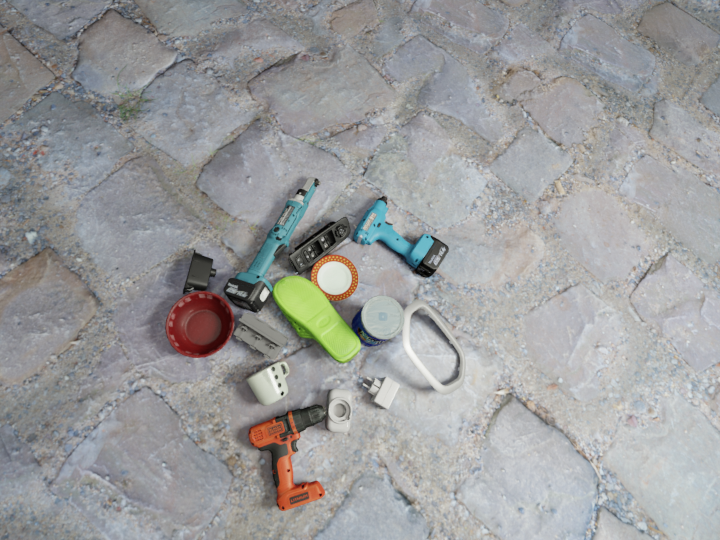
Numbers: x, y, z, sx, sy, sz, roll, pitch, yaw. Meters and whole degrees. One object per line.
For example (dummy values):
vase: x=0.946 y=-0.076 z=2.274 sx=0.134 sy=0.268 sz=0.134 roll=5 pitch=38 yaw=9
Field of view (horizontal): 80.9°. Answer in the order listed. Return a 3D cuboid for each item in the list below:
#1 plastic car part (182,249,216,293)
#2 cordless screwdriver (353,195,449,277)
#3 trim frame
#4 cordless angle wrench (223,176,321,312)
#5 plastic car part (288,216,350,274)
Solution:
plastic car part: x=-0.410 y=0.006 z=1.089 sx=0.069 sy=0.067 sz=0.118 roll=18 pitch=64 yaw=-18
cordless screwdriver: x=0.120 y=-0.098 z=1.174 sx=0.253 sy=0.073 sz=0.159 roll=28 pitch=69 yaw=9
trim frame: x=0.182 y=0.188 z=1.045 sx=0.244 sy=0.028 sz=0.183 roll=48 pitch=48 yaw=-9
cordless angle wrench: x=-0.216 y=-0.093 z=1.132 sx=0.102 sy=0.071 sz=0.425 roll=14 pitch=62 yaw=22
plastic car part: x=-0.112 y=-0.073 z=1.145 sx=0.201 sy=0.070 sz=0.064 roll=-37 pitch=115 yaw=-15
